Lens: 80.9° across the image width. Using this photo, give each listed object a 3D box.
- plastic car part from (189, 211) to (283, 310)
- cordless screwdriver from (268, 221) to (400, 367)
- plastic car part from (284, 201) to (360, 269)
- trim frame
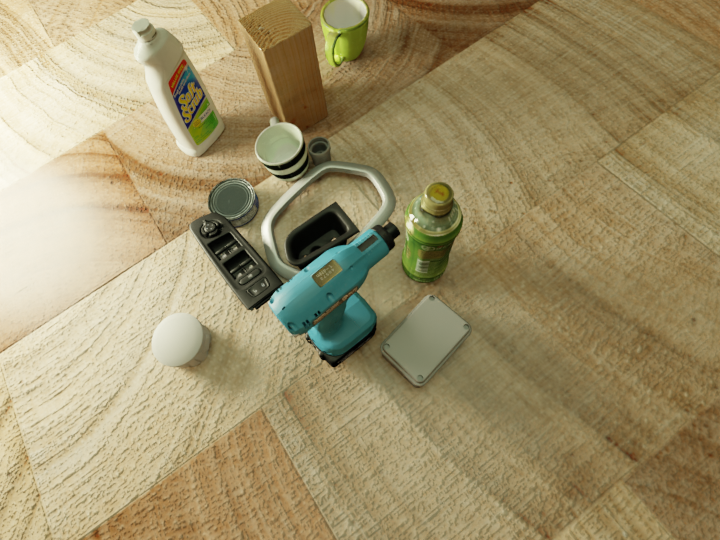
[{"bbox_3d":[-0.202,-0.018,0.686,0.066,0.065,0.211,-40,68,-10],"label":"plastic car part"},{"bbox_3d":[-0.017,0.037,0.537,0.158,0.241,0.077,-39,71,-10],"label":"cordless screwdriver"},{"bbox_3d":[-0.066,-0.043,0.673,0.116,0.068,0.068,-34,69,-7],"label":"plastic car part"},{"bbox_3d":[-0.056,-0.086,0.713,0.191,0.026,0.247,40,78,21],"label":"trim frame"}]
